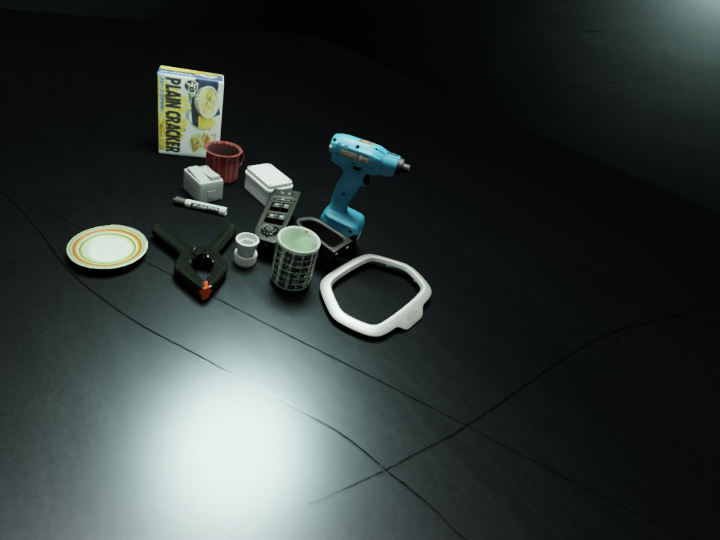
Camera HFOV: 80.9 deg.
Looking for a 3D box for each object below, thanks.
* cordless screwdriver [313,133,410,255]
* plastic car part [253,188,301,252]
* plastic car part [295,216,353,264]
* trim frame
[{"bbox_3d":[-0.006,-0.145,0.875,0.162,0.244,0.074,23,35,9],"label":"cordless screwdriver"},{"bbox_3d":[-0.183,-0.107,0.916,0.066,0.066,0.207,13,36,-4],"label":"plastic car part"},{"bbox_3d":[-0.086,-0.056,0.877,0.122,0.070,0.064,33,39,24],"label":"plastic car part"},{"bbox_3d":[0.032,0.042,0.820,0.193,0.027,0.241,33,40,25],"label":"trim frame"}]
